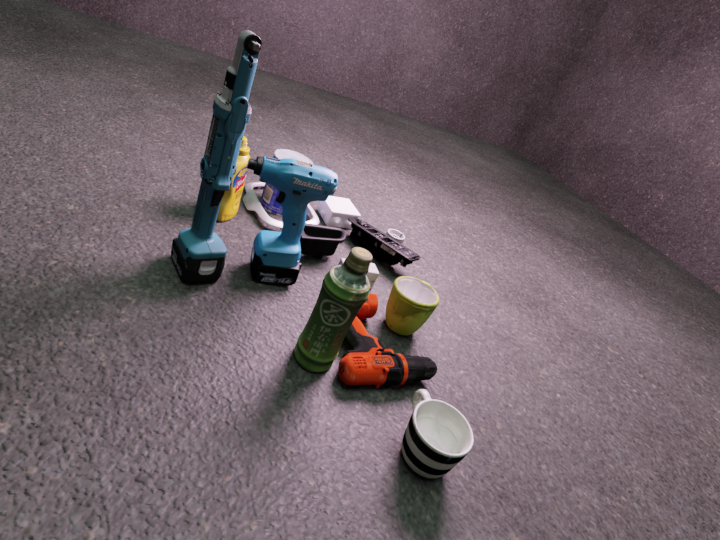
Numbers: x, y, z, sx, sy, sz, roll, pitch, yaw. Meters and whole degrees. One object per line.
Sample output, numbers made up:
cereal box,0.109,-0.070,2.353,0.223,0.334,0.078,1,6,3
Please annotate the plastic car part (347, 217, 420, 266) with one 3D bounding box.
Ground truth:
plastic car part,0.047,-0.066,1.053,0.213,0.066,0.064,40,34,27

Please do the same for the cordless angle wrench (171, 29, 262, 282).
cordless angle wrench,-0.230,-0.166,0.687,0.071,0.419,0.103,-3,40,-40

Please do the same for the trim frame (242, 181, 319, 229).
trim frame,-0.208,-0.168,1.088,0.176,0.027,0.262,1,37,-32

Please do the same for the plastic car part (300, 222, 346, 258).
plastic car part,-0.093,-0.061,0.952,0.112,0.070,0.069,8,34,-24

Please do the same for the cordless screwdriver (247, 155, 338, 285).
cordless screwdriver,-0.156,-0.092,0.788,0.154,0.246,0.077,12,33,-21
